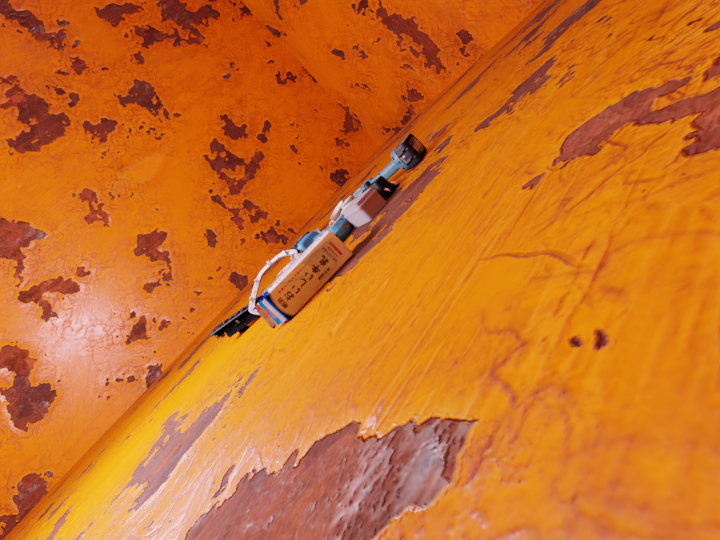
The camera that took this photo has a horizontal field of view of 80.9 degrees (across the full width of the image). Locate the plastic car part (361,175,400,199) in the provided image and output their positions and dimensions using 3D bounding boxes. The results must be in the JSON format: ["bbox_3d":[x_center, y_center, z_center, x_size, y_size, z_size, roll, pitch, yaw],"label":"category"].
[{"bbox_3d":[0.042,-0.224,1.189,0.120,0.070,0.065,-26,20,52],"label":"plastic car part"}]

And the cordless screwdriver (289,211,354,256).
[{"bbox_3d":[-0.123,-0.080,1.254,0.256,0.073,0.158,-25,22,48],"label":"cordless screwdriver"}]

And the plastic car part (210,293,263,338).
[{"bbox_3d":[-0.358,0.147,1.280,0.204,0.067,0.066,-39,3,7],"label":"plastic car part"}]

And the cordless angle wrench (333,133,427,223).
[{"bbox_3d":[0.033,-0.267,1.364,0.430,0.073,0.098,-37,13,42],"label":"cordless angle wrench"}]

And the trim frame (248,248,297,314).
[{"bbox_3d":[-0.252,0.029,1.235,0.188,0.026,0.255,-25,36,24],"label":"trim frame"}]
